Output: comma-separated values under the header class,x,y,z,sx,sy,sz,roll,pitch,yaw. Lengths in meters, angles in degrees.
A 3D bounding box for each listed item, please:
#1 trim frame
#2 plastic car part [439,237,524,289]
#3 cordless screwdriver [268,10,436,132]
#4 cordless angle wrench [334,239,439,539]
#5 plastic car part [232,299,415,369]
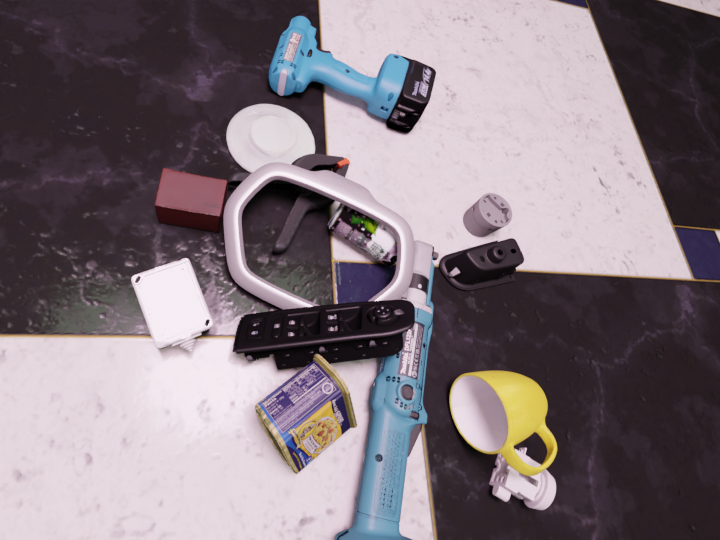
class,x,y,z,sx,sy,sz,roll,pitch,yaw
trim frame,-0.051,-0.034,0.525,0.248,0.027,0.184,23,85,0
plastic car part,0.181,-0.014,0.598,0.113,0.071,0.068,-11,73,-24
cordless screwdriver,-0.010,-0.322,0.671,0.246,0.074,0.162,14,65,-6
cordless angle wrench,0.045,0.147,0.494,0.096,0.074,0.430,17,62,-11
plastic car part,-0.036,0.076,0.477,0.204,0.068,0.065,-11,111,5
